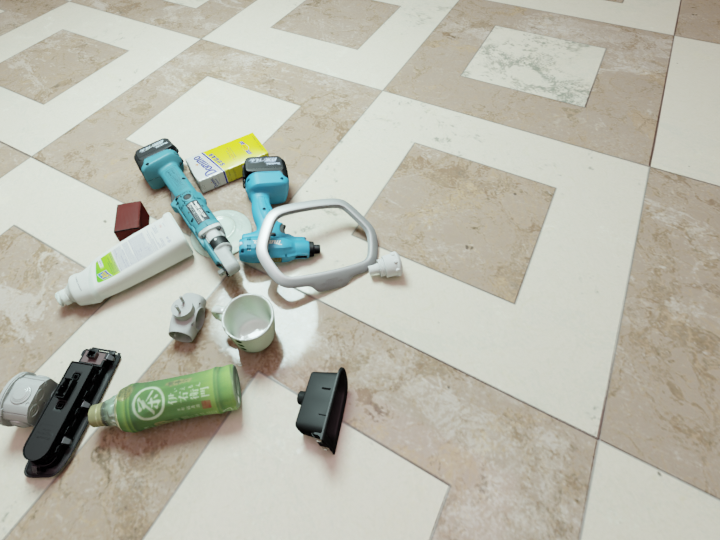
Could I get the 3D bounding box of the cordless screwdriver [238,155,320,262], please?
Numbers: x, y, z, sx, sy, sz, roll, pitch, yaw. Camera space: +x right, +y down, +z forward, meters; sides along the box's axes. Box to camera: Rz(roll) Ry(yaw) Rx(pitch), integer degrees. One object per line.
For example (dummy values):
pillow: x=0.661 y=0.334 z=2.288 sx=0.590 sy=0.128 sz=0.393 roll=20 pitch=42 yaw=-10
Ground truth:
cordless screwdriver: x=-0.173 y=-0.126 z=0.883 sx=0.157 sy=0.073 sz=0.257 roll=-2 pitch=57 yaw=-11

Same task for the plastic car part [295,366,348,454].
plastic car part: x=-0.064 y=0.207 z=0.647 sx=0.073 sy=0.063 sz=0.119 roll=-2 pitch=50 yaw=17

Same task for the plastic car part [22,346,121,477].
plastic car part: x=-0.454 y=0.212 z=0.660 sx=0.066 sy=0.066 sz=0.207 roll=10 pitch=57 yaw=-1

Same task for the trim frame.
trim frame: x=-0.080 y=-0.052 z=0.814 sx=0.241 sy=0.027 sz=0.189 roll=-13 pitch=71 yaw=-24

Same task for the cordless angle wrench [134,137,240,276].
cordless angle wrench: x=-0.355 y=-0.135 z=0.881 sx=0.096 sy=0.071 sz=0.445 roll=-32 pitch=56 yaw=-17
